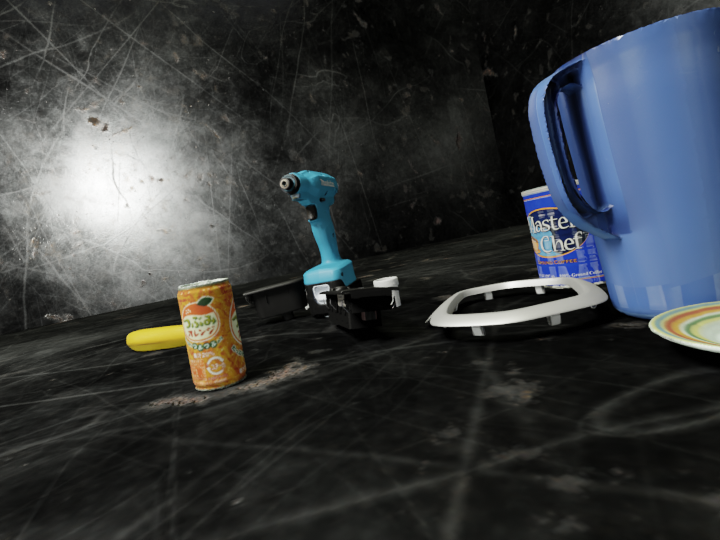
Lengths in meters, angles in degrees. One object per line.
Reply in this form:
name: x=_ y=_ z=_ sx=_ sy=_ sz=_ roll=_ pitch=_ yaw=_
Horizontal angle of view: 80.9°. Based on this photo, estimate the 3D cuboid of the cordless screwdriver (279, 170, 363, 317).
cordless screwdriver: x=-0.070 y=-0.046 z=0.712 sx=0.077 sy=0.249 sz=0.154 roll=-11 pitch=1 yaw=23

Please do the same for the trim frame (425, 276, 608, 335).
trim frame: x=0.168 y=0.037 z=0.485 sx=0.190 sy=0.027 sz=0.242 roll=-10 pitch=4 yaw=21

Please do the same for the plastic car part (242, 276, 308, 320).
plastic car part: x=-0.145 y=0.056 z=0.766 sx=0.116 sy=0.071 sz=0.066 roll=-11 pitch=2 yaw=-2

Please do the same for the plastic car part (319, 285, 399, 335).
plastic car part: x=-0.009 y=0.047 z=0.550 sx=0.065 sy=0.067 sz=0.207 roll=-12 pitch=4 yaw=-14
